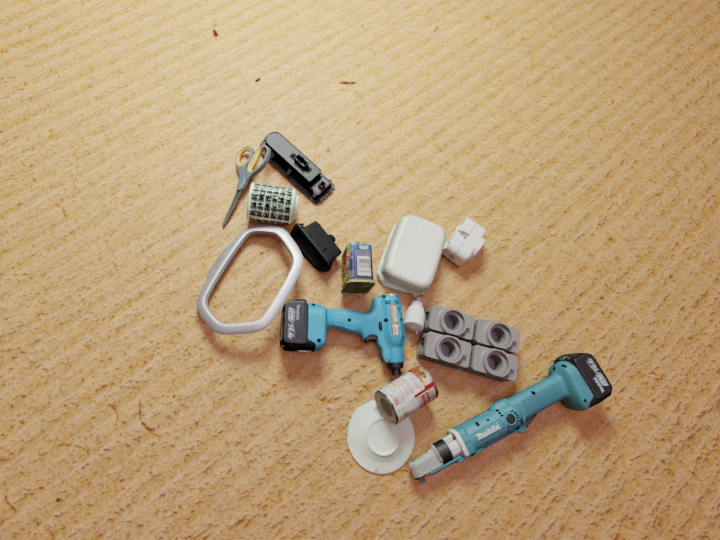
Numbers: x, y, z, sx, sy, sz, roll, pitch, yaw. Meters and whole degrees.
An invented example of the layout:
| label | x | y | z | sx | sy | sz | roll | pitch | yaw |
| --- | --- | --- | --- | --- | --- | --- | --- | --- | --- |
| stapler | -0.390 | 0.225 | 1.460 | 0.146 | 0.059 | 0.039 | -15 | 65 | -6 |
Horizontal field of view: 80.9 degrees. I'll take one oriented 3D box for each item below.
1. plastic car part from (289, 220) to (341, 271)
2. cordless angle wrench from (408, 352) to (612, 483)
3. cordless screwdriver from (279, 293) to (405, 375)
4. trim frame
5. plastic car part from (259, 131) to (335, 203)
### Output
| label | x | y | z | sx | sy | sz | roll | pitch | yaw |
| --- | --- | --- | --- | --- | --- | --- | --- | --- | --- |
| plastic car part | -0.088 | -0.057 | 0.899 | 0.118 | 0.066 | 0.070 | 46 | 57 | 5 |
| cordless angle wrench | 0.279 | 0.285 | 0.814 | 0.418 | 0.073 | 0.100 | -23 | 77 | -11 |
| cordless screwdriver | -0.032 | 0.129 | 0.831 | 0.244 | 0.074 | 0.162 | -1 | 72 | -11 |
| trim frame | -0.222 | 0.014 | 0.848 | 0.190 | 0.026 | 0.249 | 21 | 71 | 17 |
| plastic car part | -0.149 | -0.242 | 0.952 | 0.207 | 0.066 | 0.066 | 42 | 78 | 10 |
